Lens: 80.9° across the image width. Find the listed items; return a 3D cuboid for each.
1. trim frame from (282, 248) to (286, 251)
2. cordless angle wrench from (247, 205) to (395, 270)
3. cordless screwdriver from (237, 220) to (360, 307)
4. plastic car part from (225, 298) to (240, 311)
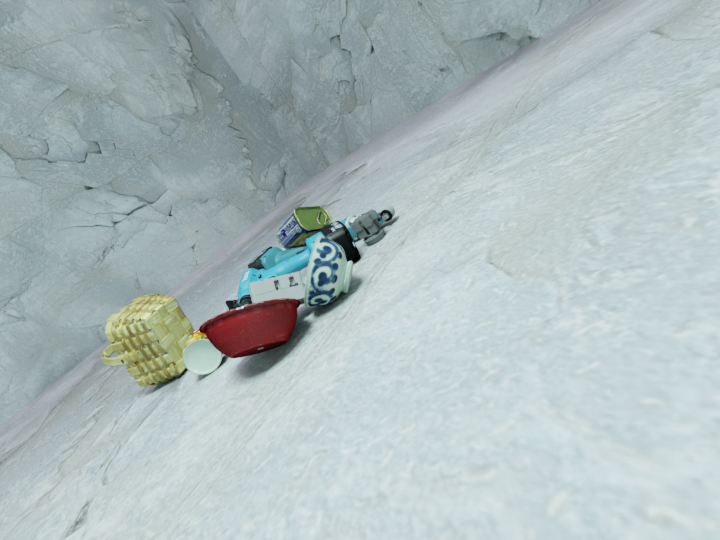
[{"bbox_3d":[-0.248,-0.030,1.261,0.247,0.027,0.190,-41,17,-12],"label":"trim frame"},{"bbox_3d":[-0.098,-0.064,1.007,0.436,0.072,0.097,-20,21,35],"label":"cordless angle wrench"},{"bbox_3d":[-0.125,-0.003,0.820,0.249,0.072,0.163,-26,19,2],"label":"cordless screwdriver"},{"bbox_3d":[-0.235,0.095,0.854,0.064,0.066,0.211,-2,9,-23],"label":"plastic car part"}]
